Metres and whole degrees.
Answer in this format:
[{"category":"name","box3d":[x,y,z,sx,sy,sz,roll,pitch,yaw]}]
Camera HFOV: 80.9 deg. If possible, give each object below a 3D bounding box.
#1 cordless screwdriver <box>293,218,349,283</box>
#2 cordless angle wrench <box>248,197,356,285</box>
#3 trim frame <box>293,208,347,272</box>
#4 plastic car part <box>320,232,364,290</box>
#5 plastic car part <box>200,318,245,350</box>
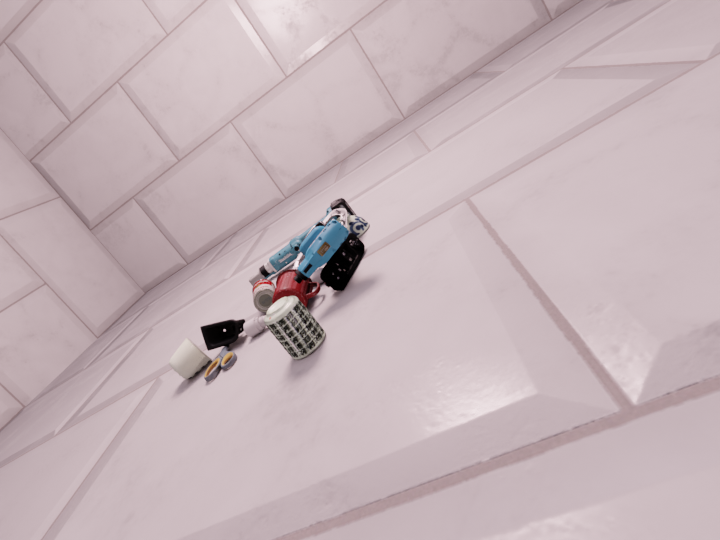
[{"category":"cordless screwdriver","box3d":[-0.108,-0.046,1.020,0.159,0.073,0.252,-51,10,-2]},{"category":"cordless angle wrench","box3d":[-0.203,-0.078,1.386,0.427,0.096,0.075,-35,13,12]},{"category":"trim frame","box3d":[-0.120,-0.078,1.226,0.248,0.026,0.193,-55,29,6]},{"category":"plastic car part","box3d":[-0.043,-0.018,1.029,0.067,0.066,0.203,-55,3,43]},{"category":"plastic car part","box3d":[-0.343,0.155,1.093,0.119,0.066,0.069,-18,2,20]}]
